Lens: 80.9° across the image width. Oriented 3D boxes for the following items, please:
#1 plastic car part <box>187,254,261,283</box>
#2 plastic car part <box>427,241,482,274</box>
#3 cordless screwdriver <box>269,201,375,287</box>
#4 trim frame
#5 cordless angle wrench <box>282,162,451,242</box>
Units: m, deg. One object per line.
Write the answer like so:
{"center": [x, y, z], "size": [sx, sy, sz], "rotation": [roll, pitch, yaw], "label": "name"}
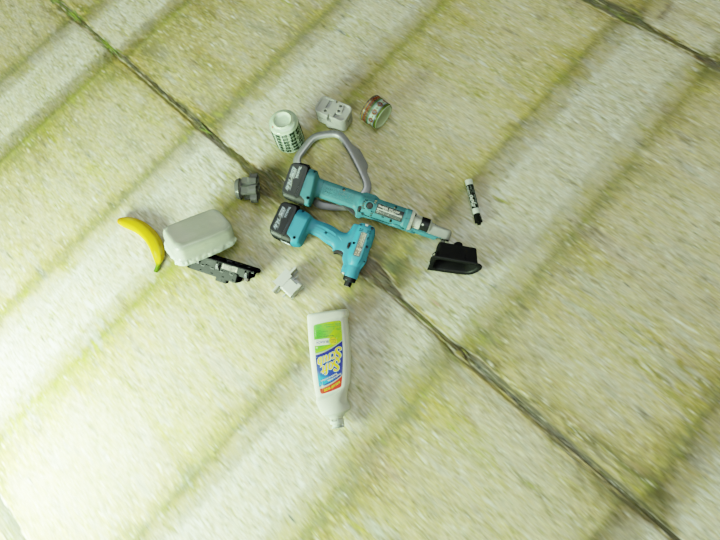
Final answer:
{"center": [-0.358, -0.009, 1.070], "size": [0.207, 0.065, 0.066], "rotation": [20, 103, 11], "label": "plastic car part"}
{"center": [0.223, -0.035, 1.002], "size": [0.118, 0.064, 0.072], "rotation": [6, 61, 5], "label": "plastic car part"}
{"center": [-0.102, -0.067, 1.045], "size": [0.253, 0.073, 0.160], "rotation": [18, 82, 8], "label": "cordless screwdriver"}
{"center": [-0.074, -0.266, 1.124], "size": [0.184, 0.027, 0.256], "rotation": [-26, 70, 0], "label": "trim frame"}
{"center": [0.019, -0.156, 1.041], "size": [0.426, 0.074, 0.098], "rotation": [20, 92, 4], "label": "cordless angle wrench"}
